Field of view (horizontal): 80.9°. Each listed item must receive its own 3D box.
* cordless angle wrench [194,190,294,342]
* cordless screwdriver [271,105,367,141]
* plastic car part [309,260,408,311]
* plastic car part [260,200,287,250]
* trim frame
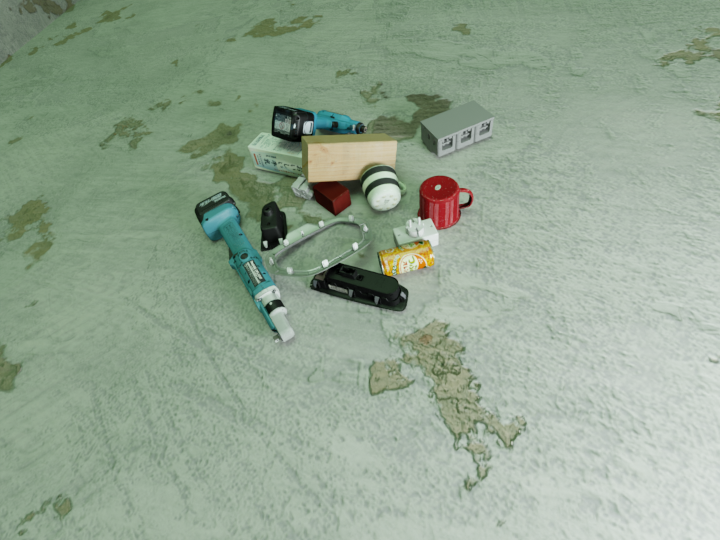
[{"bbox_3d":[-0.246,-0.016,0.916,0.097,0.071,0.446,-31,54,-11],"label":"cordless angle wrench"},{"bbox_3d":[-0.104,-0.379,1.099,0.167,0.073,0.241,23,29,27],"label":"cordless screwdriver"},{"bbox_3d":[-0.003,0.022,0.831,0.211,0.064,0.066,17,51,22],"label":"plastic car part"},{"bbox_3d":[-0.207,-0.113,0.979,0.066,0.068,0.121,-10,54,2],"label":"plastic car part"},{"bbox_3d":[-0.088,-0.057,0.896,0.244,0.026,0.195,-32,36,-21],"label":"trim frame"}]
